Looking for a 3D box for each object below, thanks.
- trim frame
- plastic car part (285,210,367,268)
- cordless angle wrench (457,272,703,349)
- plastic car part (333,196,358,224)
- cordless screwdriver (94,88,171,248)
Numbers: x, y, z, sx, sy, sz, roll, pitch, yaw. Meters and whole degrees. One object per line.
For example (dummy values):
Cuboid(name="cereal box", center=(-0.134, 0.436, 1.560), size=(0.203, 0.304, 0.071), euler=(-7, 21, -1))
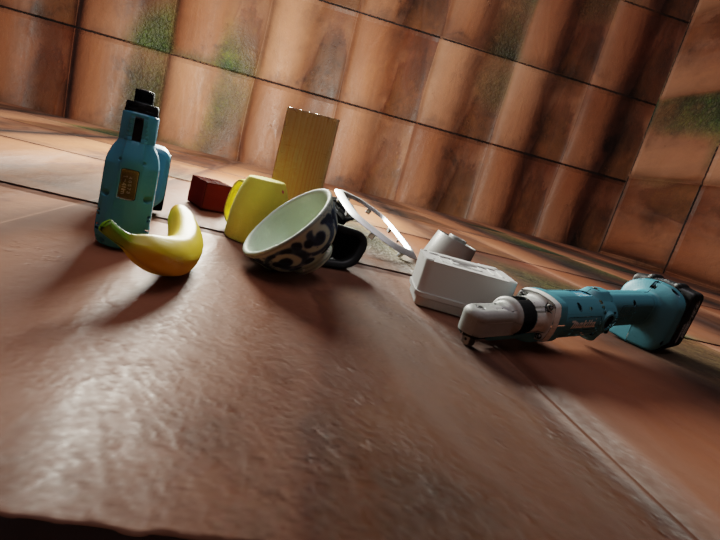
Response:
Cuboid(name="trim frame", center=(0.028, -0.096, 0.857), size=(0.176, 0.027, 0.259), euler=(27, 16, -27))
Cuboid(name="plastic car part", center=(-0.059, -0.038, 0.598), size=(0.112, 0.066, 0.074), euler=(13, -2, -25))
Cuboid(name="cordless angle wrench", center=(0.272, 0.051, 0.509), size=(0.404, 0.097, 0.078), euler=(2, 21, -32))
Cuboid(name="plastic car part", center=(-0.050, -0.118, 0.903), size=(0.067, 0.067, 0.200), euler=(40, 19, 3))
Cuboid(name="cordless screwdriver", center=(-0.272, -0.131, 0.519), size=(0.071, 0.158, 0.260), euler=(10, 12, -26))
